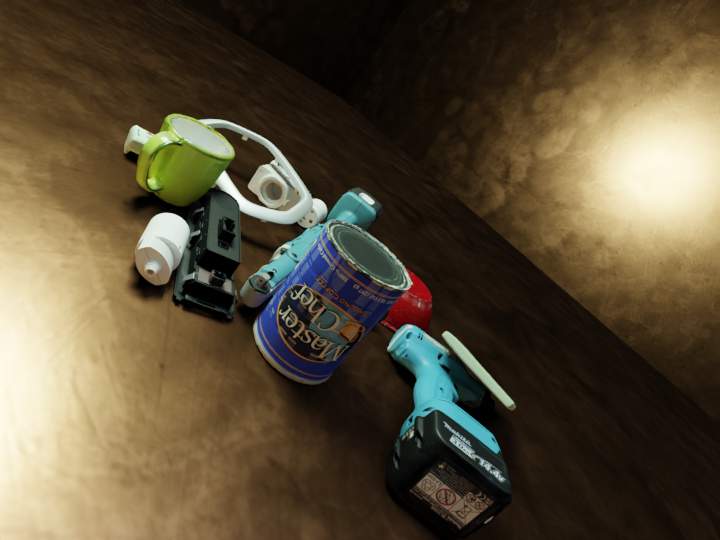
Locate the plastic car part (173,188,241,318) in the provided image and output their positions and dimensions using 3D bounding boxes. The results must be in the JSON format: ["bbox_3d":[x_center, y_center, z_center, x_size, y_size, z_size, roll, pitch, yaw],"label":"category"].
[{"bbox_3d":[-0.170,-0.038,0.493,0.063,0.067,0.212,18,25,-27],"label":"plastic car part"}]

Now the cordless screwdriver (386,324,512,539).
[{"bbox_3d":[0.106,0.168,0.477,0.158,0.074,0.250,36,18,-6],"label":"cordless screwdriver"}]

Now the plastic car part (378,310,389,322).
[{"bbox_3d":[-0.006,0.015,0.607,0.074,0.065,0.112,-129,-161,-64],"label":"plastic car part"}]

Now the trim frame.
[{"bbox_3d":[-0.173,-0.159,0.663,0.176,0.028,0.259,-5,53,-47],"label":"trim frame"}]

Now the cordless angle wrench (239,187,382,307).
[{"bbox_3d":[-0.062,-0.041,0.636,0.075,0.098,0.418,39,26,1],"label":"cordless angle wrench"}]
